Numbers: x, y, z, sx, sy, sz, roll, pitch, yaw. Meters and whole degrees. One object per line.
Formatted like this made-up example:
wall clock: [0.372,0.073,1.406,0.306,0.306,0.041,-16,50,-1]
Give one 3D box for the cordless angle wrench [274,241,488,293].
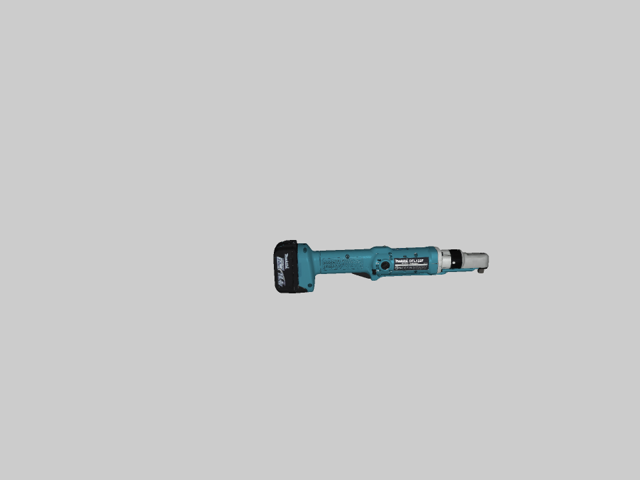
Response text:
cordless angle wrench: [0.122,0.045,0.839,0.423,0.098,0.074,-2,14,-1]
